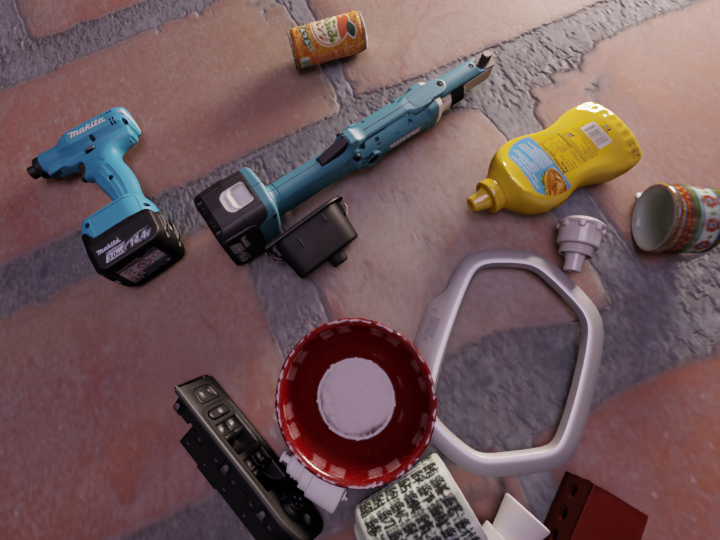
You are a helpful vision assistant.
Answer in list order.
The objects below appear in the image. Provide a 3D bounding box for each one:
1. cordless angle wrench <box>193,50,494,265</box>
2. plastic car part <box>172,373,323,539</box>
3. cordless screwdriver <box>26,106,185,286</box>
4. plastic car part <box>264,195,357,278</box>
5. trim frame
[{"bbox_3d":[0.000,-0.158,0.532,0.420,0.096,0.077,-34,75,-9],"label":"cordless angle wrench"},{"bbox_3d":[-0.126,0.204,0.437,0.209,0.064,0.067,39,90,16],"label":"plastic car part"},{"bbox_3d":[-0.342,-0.093,0.555,0.159,0.072,0.258,-30,68,-3],"label":"cordless screwdriver"},{"bbox_3d":[-0.050,-0.033,0.510,0.116,0.066,0.071,-34,89,-9],"label":"plastic car part"},{"bbox_3d":[0.155,0.092,0.458,0.188,0.027,0.249,19,77,11],"label":"trim frame"}]
